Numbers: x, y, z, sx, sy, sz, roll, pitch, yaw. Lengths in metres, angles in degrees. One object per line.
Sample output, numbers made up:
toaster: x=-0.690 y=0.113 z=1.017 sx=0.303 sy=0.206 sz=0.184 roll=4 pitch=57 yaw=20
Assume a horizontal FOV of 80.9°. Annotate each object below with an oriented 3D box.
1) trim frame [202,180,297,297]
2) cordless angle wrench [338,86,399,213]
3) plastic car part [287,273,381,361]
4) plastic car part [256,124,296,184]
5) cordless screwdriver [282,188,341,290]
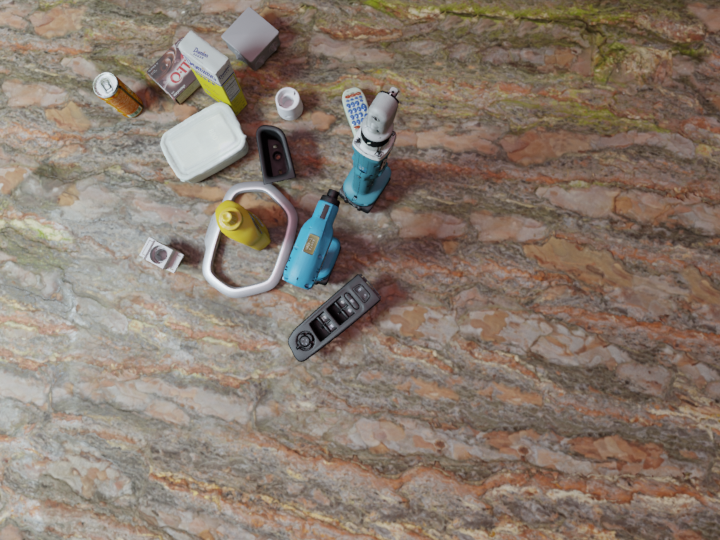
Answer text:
trim frame: x=-0.231 y=-0.065 z=0.871 sx=0.186 sy=0.027 sz=0.249 roll=15 pitch=86 yaw=4
cordless angle wrench: x=0.016 y=-0.175 z=0.670 sx=0.075 sy=0.421 sz=0.098 roll=33 pitch=88 yaw=-1
plastic car part: x=-0.057 y=0.094 z=0.828 sx=0.203 sy=0.066 sz=0.067 roll=-40 pitch=87 yaw=-1
plastic car part: x=-0.171 y=-0.232 z=0.861 sx=0.066 sy=0.070 sz=0.117 roll=-12 pitch=86 yaw=0
cordless screwdriver: x=-0.073 y=-0.048 z=0.751 sx=0.075 sy=0.247 sz=0.159 roll=22 pitch=87 yaw=-1
